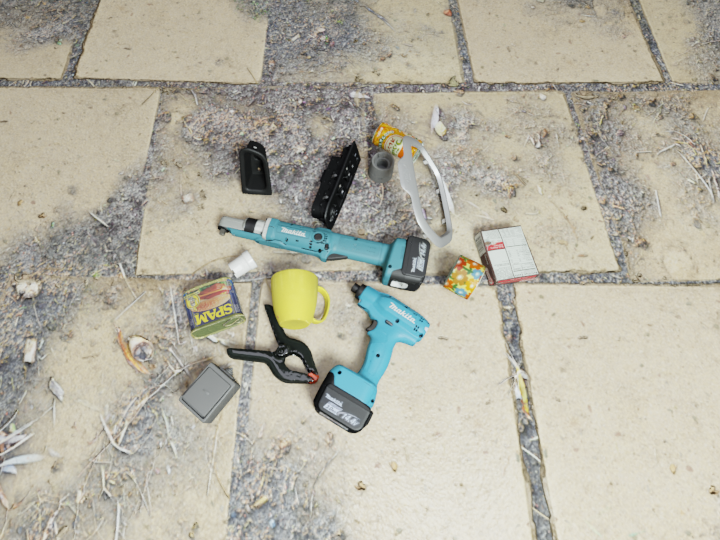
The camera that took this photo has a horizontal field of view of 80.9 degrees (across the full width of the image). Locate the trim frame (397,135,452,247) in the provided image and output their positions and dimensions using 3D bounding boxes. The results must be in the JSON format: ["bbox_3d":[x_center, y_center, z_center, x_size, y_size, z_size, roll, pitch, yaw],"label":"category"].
[{"bbox_3d":[0.132,-0.160,0.849,0.028,0.174,0.255,-20,63,32],"label":"trim frame"}]

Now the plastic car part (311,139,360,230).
[{"bbox_3d":[-0.056,-0.182,0.901,0.069,0.064,0.205,10,67,12],"label":"plastic car part"}]

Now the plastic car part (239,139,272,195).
[{"bbox_3d":[-0.220,-0.225,0.900,0.066,0.113,0.073,4,44,-3],"label":"plastic car part"}]

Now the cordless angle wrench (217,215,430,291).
[{"bbox_3d":[-0.083,-0.054,0.844,0.429,0.072,0.099,13,68,7],"label":"cordless angle wrench"}]

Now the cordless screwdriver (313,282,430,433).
[{"bbox_3d":[-0.001,0.147,0.757,0.163,0.073,0.248,31,66,12],"label":"cordless screwdriver"}]
